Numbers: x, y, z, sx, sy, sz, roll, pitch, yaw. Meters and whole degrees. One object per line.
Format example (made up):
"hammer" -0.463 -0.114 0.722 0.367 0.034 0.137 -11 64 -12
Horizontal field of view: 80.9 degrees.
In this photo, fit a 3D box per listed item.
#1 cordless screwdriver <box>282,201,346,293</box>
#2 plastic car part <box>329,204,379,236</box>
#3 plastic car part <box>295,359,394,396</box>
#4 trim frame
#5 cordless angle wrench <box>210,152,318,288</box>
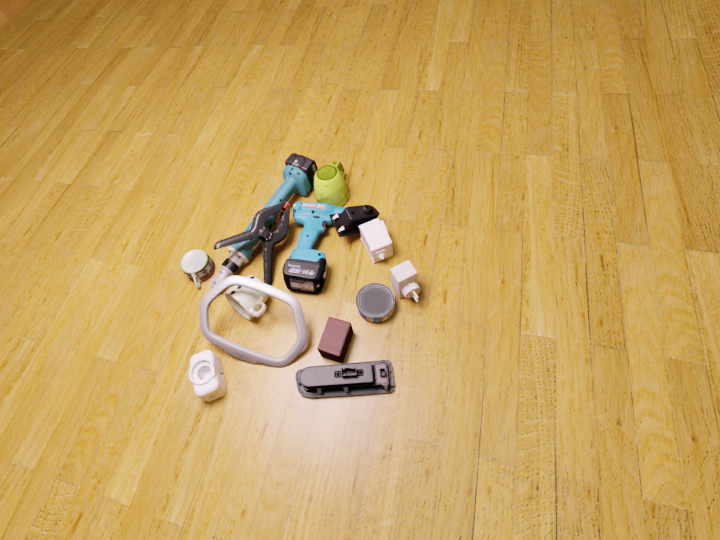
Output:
"cordless screwdriver" -0.101 -0.066 1.038 0.161 0.072 0.255 3 55 4
"plastic car part" -0.004 -0.132 1.029 0.113 0.071 0.068 -14 69 -28
"plastic car part" -0.037 0.218 0.856 0.206 0.064 0.068 -8 65 10
"trim frame" -0.234 0.114 0.920 0.250 0.027 0.183 19 96 3
"cordless angle wrench" -0.252 -0.123 1.097 0.077 0.094 0.423 25 70 21
